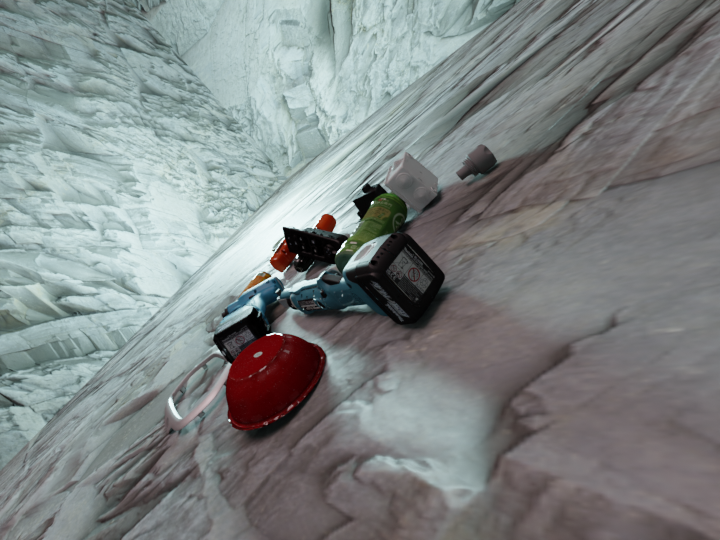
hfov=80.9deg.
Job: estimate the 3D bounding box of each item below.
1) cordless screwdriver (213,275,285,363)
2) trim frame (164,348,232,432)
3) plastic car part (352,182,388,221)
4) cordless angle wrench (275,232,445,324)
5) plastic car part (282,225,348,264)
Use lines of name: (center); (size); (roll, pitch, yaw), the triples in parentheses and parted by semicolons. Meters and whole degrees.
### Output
cordless screwdriver: (-0.244, 0.101, 0.878); (0.160, 0.072, 0.253); (-29, 17, 7)
trim frame: (-0.320, 0.233, 0.838); (0.183, 0.027, 0.258); (-50, 22, -24)
plastic car part: (0.026, -0.164, 0.957); (0.066, 0.069, 0.120); (-52, 18, -28)
cordless angle wrench: (-0.047, 0.034, 0.668); (0.074, 0.096, 0.436); (-49, 16, -26)
plastic car part: (-0.090, -0.059, 0.919); (0.065, 0.065, 0.214); (-20, 24, -33)
